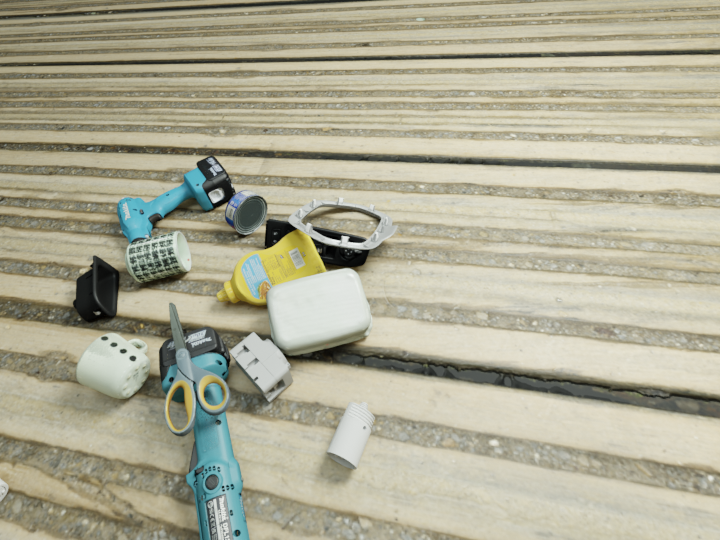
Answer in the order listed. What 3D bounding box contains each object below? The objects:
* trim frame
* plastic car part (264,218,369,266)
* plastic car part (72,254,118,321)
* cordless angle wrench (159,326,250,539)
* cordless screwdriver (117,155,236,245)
[{"bbox_3d":[-0.026,-0.092,0.775,0.188,0.027,0.247,17,24,10],"label":"trim frame"},{"bbox_3d":[-0.078,-0.051,0.794,0.210,0.066,0.065,12,10,20],"label":"plastic car part"},{"bbox_3d":[-0.496,0.043,0.783,0.071,0.062,0.122,-25,54,5],"label":"plastic car part"},{"bbox_3d":[-0.183,0.273,0.537,0.097,0.071,0.444,-20,53,-10],"label":"cordless angle wrench"},{"bbox_3d":[-0.391,-0.139,0.906,0.246,0.071,0.168,-29,53,-11],"label":"cordless screwdriver"}]
